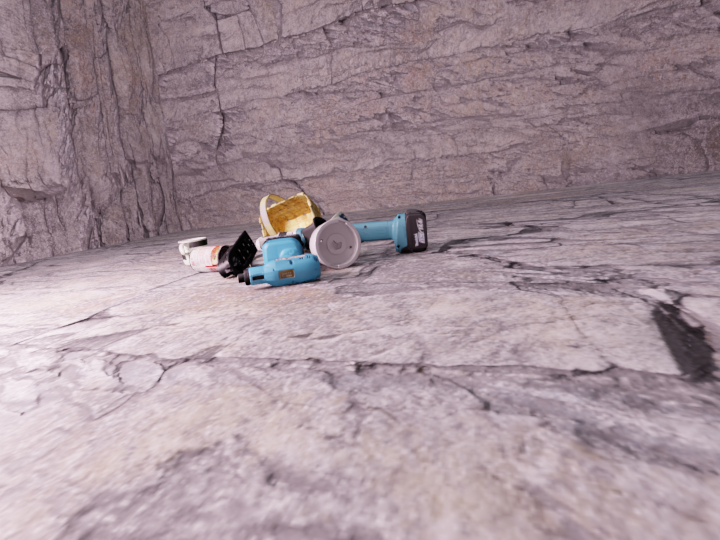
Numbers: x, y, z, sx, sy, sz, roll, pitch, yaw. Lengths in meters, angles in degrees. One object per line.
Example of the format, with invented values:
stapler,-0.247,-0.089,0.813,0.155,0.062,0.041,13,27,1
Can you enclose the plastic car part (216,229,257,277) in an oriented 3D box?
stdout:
plastic car part,-0.308,-0.036,1.039,0.067,0.064,0.208,-21,21,2

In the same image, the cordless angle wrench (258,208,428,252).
cordless angle wrench,-0.053,-0.086,1.048,0.432,0.096,0.074,-3,12,13

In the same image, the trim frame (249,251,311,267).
trim frame,-0.190,-0.039,1.135,0.245,0.027,0.189,-8,10,-12

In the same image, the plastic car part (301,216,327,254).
plastic car part,-0.098,-0.064,1.007,0.073,0.117,0.064,-29,0,32

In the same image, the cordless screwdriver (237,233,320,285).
cordless screwdriver,-0.182,-0.019,0.914,0.157,0.073,0.256,-10,15,-11
